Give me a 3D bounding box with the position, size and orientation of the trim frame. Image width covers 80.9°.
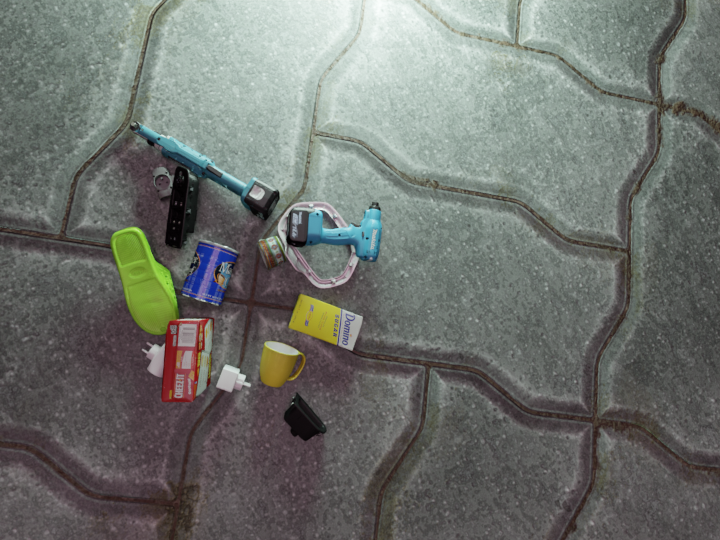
[{"bbox_3d":[-0.110,-0.072,1.127,0.183,0.028,0.249,-34,89,-10],"label":"trim frame"}]

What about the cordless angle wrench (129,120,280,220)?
[{"bbox_3d":[-0.408,-0.269,1.090,0.424,0.097,0.074,30,79,2],"label":"cordless angle wrench"}]

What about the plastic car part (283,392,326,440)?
[{"bbox_3d":[-0.146,0.376,1.045,0.071,0.066,0.116,-37,93,3],"label":"plastic car part"}]

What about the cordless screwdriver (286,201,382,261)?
[{"bbox_3d":[-0.064,-0.119,1.094,0.244,0.075,0.160,9,81,-11],"label":"cordless screwdriver"}]

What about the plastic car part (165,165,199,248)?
[{"bbox_3d":[-0.441,-0.159,1.062,0.064,0.070,0.201,-3,102,-50],"label":"plastic car part"}]
